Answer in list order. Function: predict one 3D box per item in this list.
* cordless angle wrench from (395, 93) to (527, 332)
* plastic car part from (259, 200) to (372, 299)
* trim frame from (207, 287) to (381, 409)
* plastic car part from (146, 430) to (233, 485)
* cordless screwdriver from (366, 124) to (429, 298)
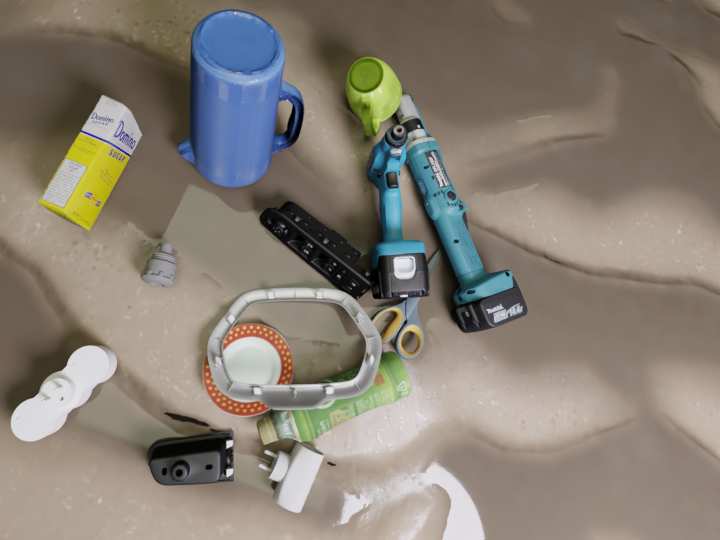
[{"bbox_3d":[0.139,-0.113,0.705,0.095,0.075,0.431,-15,76,-24],"label":"cordless angle wrench"},{"bbox_3d":[-0.064,-0.042,0.659,0.203,0.066,0.067,34,64,-1],"label":"plastic car part"},{"bbox_3d":[-0.093,0.104,0.602,0.247,0.027,0.190,0,57,-3],"label":"trim frame"},{"bbox_3d":[-0.226,0.257,0.558,0.114,0.071,0.067,-1,78,-14],"label":"plastic car part"},{"bbox_3d":[0.052,-0.083,0.634,0.074,0.158,0.252,-4,79,-6],"label":"cordless screwdriver"}]
